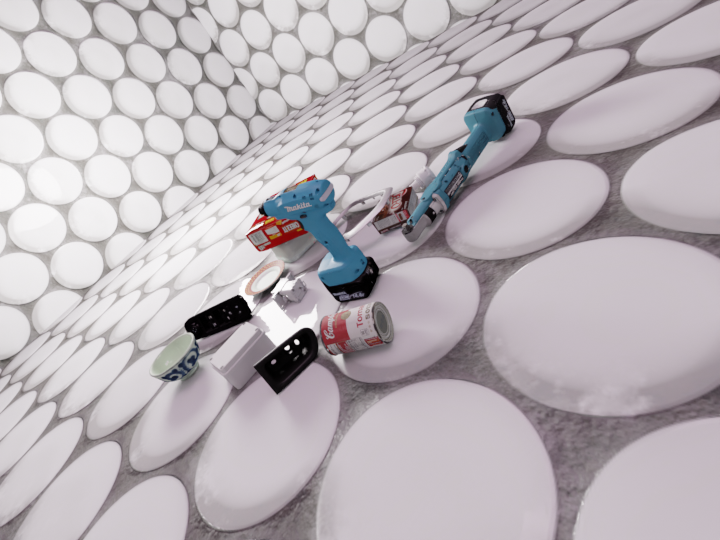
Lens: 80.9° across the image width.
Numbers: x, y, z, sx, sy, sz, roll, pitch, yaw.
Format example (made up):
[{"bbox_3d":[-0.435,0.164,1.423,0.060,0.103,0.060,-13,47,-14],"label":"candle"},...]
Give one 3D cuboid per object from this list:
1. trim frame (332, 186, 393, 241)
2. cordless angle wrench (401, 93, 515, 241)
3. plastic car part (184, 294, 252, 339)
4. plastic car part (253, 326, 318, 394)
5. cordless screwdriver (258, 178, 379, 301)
[{"bbox_3d":[-0.009,-0.130,1.020,0.184,0.027,0.256,-55,20,-20],"label":"trim frame"},{"bbox_3d":[0.206,-0.219,0.914,0.078,0.094,0.422,3,51,52],"label":"cordless angle wrench"},{"bbox_3d":[-0.353,0.112,1.049,0.207,0.064,0.068,-25,18,19],"label":"plastic car part"},{"bbox_3d":[-0.131,0.150,0.756,0.115,0.065,0.073,-41,13,-17],"label":"plastic car part"},{"bbox_3d":[-0.078,-0.051,0.797,0.166,0.238,0.074,-9,35,34],"label":"cordless screwdriver"}]
